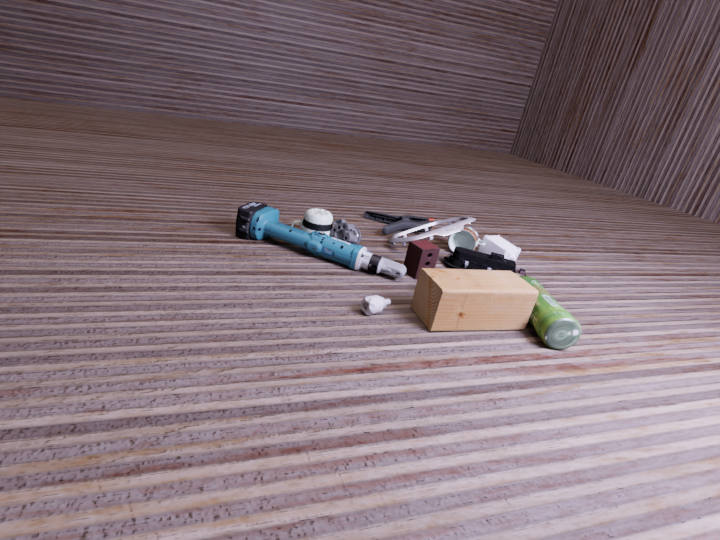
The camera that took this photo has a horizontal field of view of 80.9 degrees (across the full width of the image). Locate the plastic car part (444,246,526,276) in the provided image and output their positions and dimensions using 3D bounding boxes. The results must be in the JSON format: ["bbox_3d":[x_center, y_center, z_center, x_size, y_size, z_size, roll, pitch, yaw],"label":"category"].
[{"bbox_3d":[0.311,-0.014,1.044,0.208,0.065,0.066,13,31,14],"label":"plastic car part"}]

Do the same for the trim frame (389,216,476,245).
[{"bbox_3d":[0.190,-0.107,1.143,0.242,0.027,0.191,-17,10,-21],"label":"trim frame"}]

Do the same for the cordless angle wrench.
[{"bbox_3d":[-0.098,-0.064,0.999,0.437,0.073,0.096,20,26,17],"label":"cordless angle wrench"}]
